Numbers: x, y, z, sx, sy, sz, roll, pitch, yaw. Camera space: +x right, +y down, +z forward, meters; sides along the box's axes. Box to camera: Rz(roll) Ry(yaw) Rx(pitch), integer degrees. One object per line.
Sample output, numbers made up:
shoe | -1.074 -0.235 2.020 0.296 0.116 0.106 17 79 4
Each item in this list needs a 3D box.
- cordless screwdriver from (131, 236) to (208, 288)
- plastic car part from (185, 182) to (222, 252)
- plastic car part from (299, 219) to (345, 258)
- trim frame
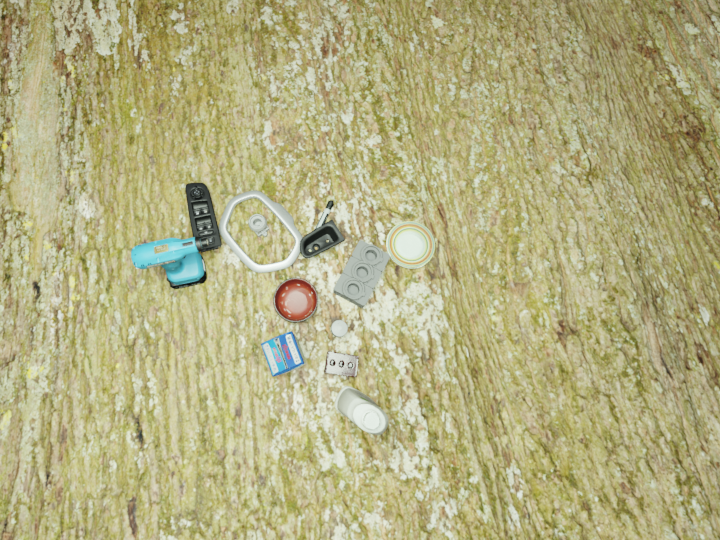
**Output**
cordless screwdriver | -0.418 -0.023 1.007 0.158 0.246 0.076 -13 79 -7
plastic car part | -0.419 -0.142 1.132 0.066 0.066 0.207 -16 76 -7
plastic car part | -0.109 -0.071 1.113 0.115 0.070 0.067 -31 80 -9
trim frame | -0.268 -0.106 1.143 0.183 0.027 0.254 -42 79 -11
